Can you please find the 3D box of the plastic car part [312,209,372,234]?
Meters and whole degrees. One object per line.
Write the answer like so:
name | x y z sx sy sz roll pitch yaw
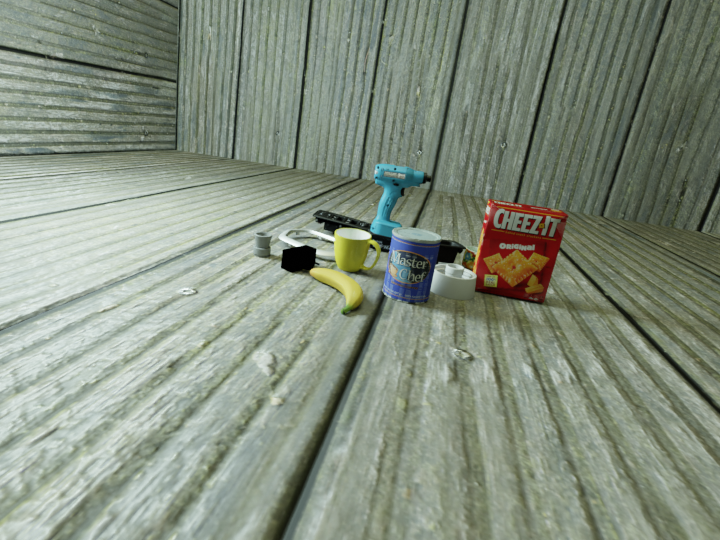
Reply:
plastic car part | -0.051 -0.140 1.338 0.208 0.066 0.065 12 18 15

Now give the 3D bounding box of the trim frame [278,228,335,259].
trim frame | -0.116 -0.076 1.187 0.262 0.027 0.177 20 22 33

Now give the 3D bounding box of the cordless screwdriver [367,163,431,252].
cordless screwdriver | 0.106 -0.178 1.227 0.160 0.245 0.075 9 16 3

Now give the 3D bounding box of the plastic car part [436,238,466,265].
plastic car part | 0.216 -0.048 1.160 0.114 0.070 0.068 2 18 -16
